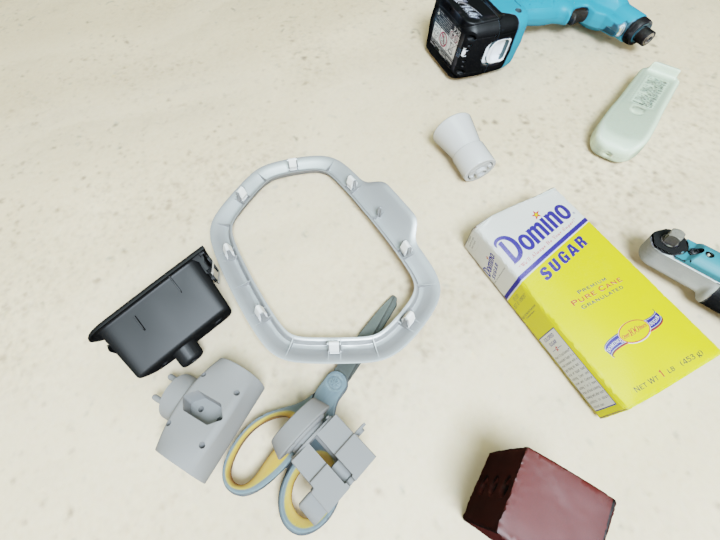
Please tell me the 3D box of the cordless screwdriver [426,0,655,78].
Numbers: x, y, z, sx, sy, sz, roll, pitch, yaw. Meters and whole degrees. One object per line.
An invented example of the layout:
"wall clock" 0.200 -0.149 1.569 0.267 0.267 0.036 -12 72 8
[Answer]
"cordless screwdriver" 0.220 -0.304 0.521 0.245 0.072 0.166 -22 62 -13

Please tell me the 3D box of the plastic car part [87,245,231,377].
"plastic car part" -0.158 0.045 0.362 0.072 0.065 0.116 45 74 7

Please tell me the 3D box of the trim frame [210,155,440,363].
"trim frame" -0.039 -0.026 0.400 0.182 0.026 0.261 -27 58 -14

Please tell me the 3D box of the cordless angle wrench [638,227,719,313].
"cordless angle wrench" 0.408 0.100 0.279 0.074 0.094 0.443 -42 62 -19
